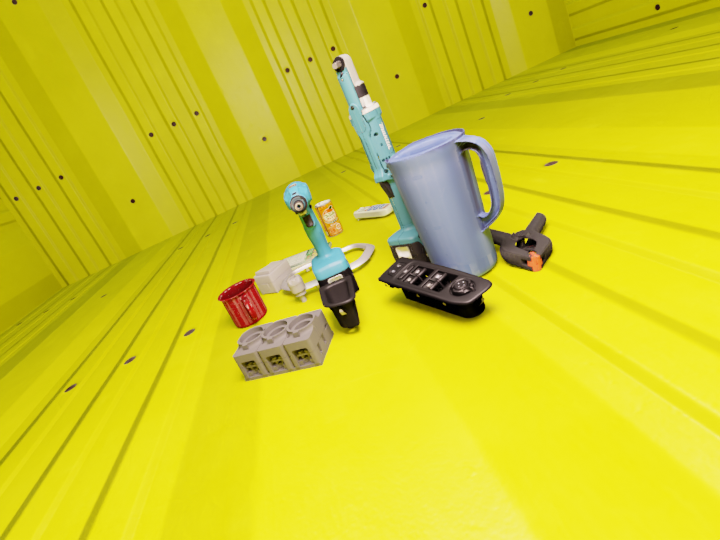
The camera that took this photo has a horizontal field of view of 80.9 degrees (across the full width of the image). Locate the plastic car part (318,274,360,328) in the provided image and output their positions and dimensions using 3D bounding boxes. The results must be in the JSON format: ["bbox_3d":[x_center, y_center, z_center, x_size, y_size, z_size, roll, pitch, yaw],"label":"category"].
[{"bbox_3d":[-0.029,0.064,0.741,0.066,0.069,0.120,-25,20,0],"label":"plastic car part"}]

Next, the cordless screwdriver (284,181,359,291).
[{"bbox_3d":[-0.082,-0.053,0.836,0.074,0.242,0.163,-24,18,0],"label":"cordless screwdriver"}]

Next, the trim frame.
[{"bbox_3d":[-0.079,-0.008,1.024,0.248,0.027,0.190,-26,21,-3],"label":"trim frame"}]

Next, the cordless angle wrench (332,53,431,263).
[{"bbox_3d":[0.046,-0.202,0.807,0.078,0.412,0.096,-7,24,44],"label":"cordless angle wrench"}]

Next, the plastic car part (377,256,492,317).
[{"bbox_3d":[0.116,0.030,0.666,0.065,0.065,0.212,-33,22,-24],"label":"plastic car part"}]
